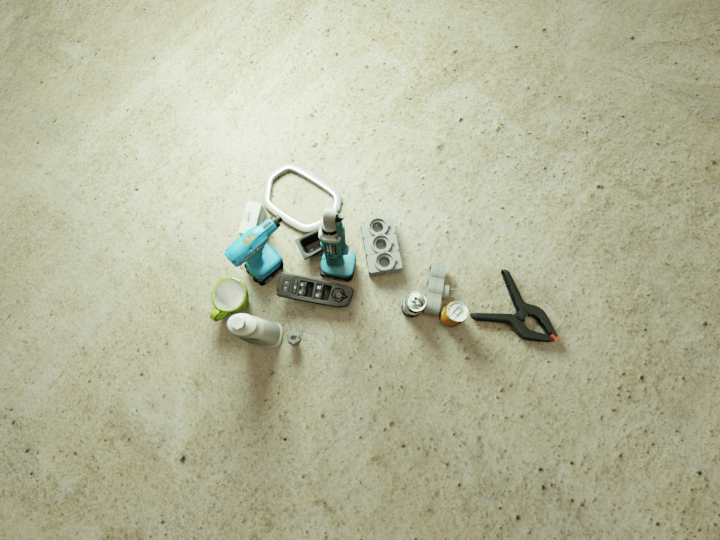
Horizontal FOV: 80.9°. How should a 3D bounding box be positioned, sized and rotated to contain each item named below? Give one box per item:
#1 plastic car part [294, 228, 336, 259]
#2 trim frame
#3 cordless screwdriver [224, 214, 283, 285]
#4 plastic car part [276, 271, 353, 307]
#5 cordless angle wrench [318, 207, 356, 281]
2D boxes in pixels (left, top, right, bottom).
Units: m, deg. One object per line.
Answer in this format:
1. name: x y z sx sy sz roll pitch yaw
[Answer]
1. plastic car part: -0.116 -0.076 1.185 0.116 0.069 0.068 -27 75 -5
2. trim frame: -0.176 -0.219 1.257 0.255 0.027 0.184 32 78 13
3. cordless screwdriver: -0.251 -0.052 1.098 0.158 0.244 0.076 -42 79 -10
4. plastic car part: -0.122 0.059 1.146 0.206 0.065 0.067 10 75 7
5. cordless angle wrench: -0.062 -0.058 0.995 0.099 0.414 0.075 10 76 2
